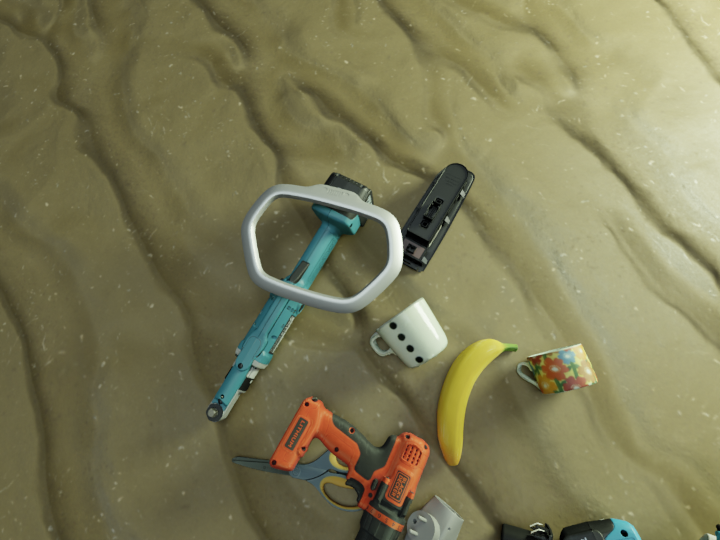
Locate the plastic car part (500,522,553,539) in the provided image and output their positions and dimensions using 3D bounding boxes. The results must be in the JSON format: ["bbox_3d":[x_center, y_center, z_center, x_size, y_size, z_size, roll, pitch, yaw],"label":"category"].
[{"bbox_3d":[0.192,0.369,0.520,0.074,0.063,0.117,11,75,25],"label":"plastic car part"}]

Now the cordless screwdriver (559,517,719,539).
[{"bbox_3d":[0.362,0.307,0.478,0.254,0.070,0.164,-15,51,15],"label":"cordless screwdriver"}]

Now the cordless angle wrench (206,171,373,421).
[{"bbox_3d":[-0.115,0.043,0.668,0.076,0.095,0.423,28,80,13],"label":"cordless angle wrench"}]

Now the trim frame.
[{"bbox_3d":[-0.061,-0.040,0.625,0.255,0.027,0.185,15,82,13],"label":"trim frame"}]

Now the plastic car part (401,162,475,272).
[{"bbox_3d":[0.122,-0.102,0.699,0.069,0.064,0.203,28,73,21],"label":"plastic car part"}]
